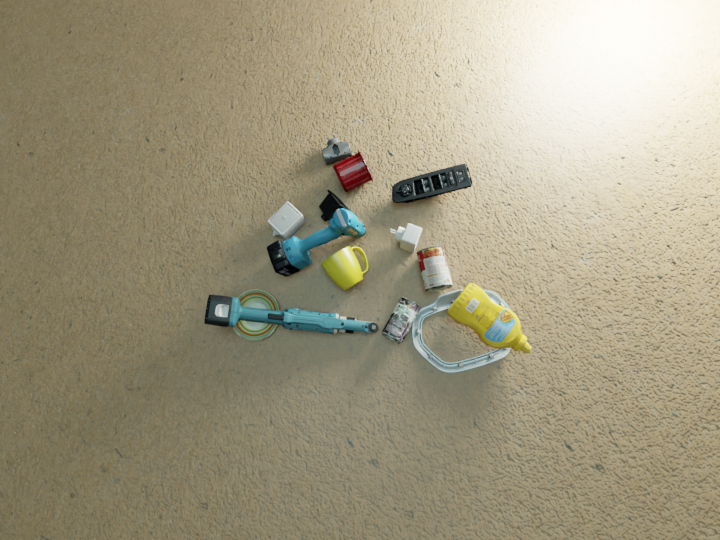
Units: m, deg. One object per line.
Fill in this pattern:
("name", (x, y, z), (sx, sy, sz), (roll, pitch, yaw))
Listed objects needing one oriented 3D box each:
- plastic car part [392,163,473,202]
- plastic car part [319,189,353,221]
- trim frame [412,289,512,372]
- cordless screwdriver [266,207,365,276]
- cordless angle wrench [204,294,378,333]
("plastic car part", (0.182, -0.221, 1.113), (0.206, 0.065, 0.067), (-12, 82, 9))
("plastic car part", (-0.074, -0.160, 1.131), (0.071, 0.062, 0.123), (-49, 38, 7))
("trim frame", (0.249, 0.141, 1.025), (0.250, 0.027, 0.189), (-18, 72, 5))
("cordless screwdriver", (-0.107, -0.070, 1.096), (0.252, 0.152, 0.076), (-27, 73, 16))
("cordless angle wrench", (-0.168, 0.121, 1.055), (0.423, 0.097, 0.075), (6, 80, 0))
